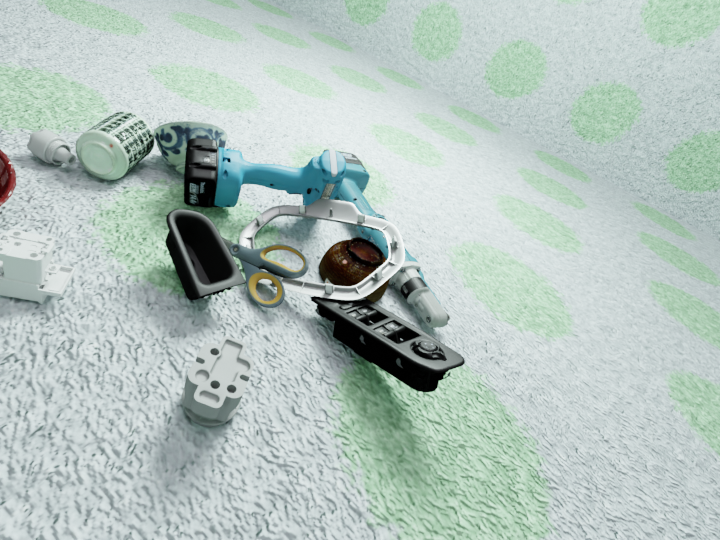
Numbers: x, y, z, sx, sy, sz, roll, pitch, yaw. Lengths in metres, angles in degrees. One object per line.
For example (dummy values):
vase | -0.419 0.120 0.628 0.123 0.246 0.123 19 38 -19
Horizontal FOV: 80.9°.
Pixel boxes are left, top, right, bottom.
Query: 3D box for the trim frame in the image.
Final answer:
trim frame | -0.060 -0.040 0.618 0.255 0.026 0.186 9 48 15

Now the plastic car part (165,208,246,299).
plastic car part | -0.205 -0.012 0.525 0.063 0.072 0.120 -16 67 -47

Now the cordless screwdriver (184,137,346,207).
cordless screwdriver | -0.158 -0.138 0.693 0.244 0.158 0.076 1 67 -14

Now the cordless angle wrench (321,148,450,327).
cordless angle wrench | 0.028 -0.071 0.756 0.094 0.074 0.444 0 43 -33

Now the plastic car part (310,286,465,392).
plastic car part | 0.023 0.085 0.519 0.215 0.066 0.063 21 17 41
